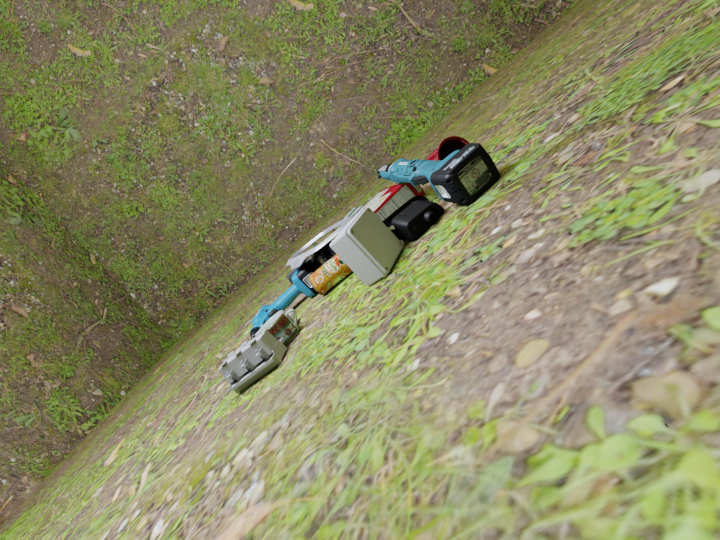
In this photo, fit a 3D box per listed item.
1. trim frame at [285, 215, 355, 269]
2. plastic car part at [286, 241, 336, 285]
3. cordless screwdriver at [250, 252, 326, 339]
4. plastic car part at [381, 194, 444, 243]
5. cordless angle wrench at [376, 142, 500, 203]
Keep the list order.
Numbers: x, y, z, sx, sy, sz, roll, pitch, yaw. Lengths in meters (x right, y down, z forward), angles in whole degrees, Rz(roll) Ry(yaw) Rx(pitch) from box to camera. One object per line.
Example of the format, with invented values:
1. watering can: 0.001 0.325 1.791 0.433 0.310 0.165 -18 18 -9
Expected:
1. trim frame: -0.104 -0.068 1.059 0.182 0.027 0.256 -44 15 -30
2. plastic car part: -0.109 -0.021 1.202 0.204 0.068 0.065 -41 -17 8
3. cordless screwdriver: -0.178 0.070 1.056 0.250 0.073 0.161 -42 10 12
4. plastic car part: 0.112 -0.100 0.812 0.116 0.063 0.074 -40 24 -12
5. cordless angle wrench: 0.129 -0.214 0.922 0.098 0.072 0.439 -42 22 -4
